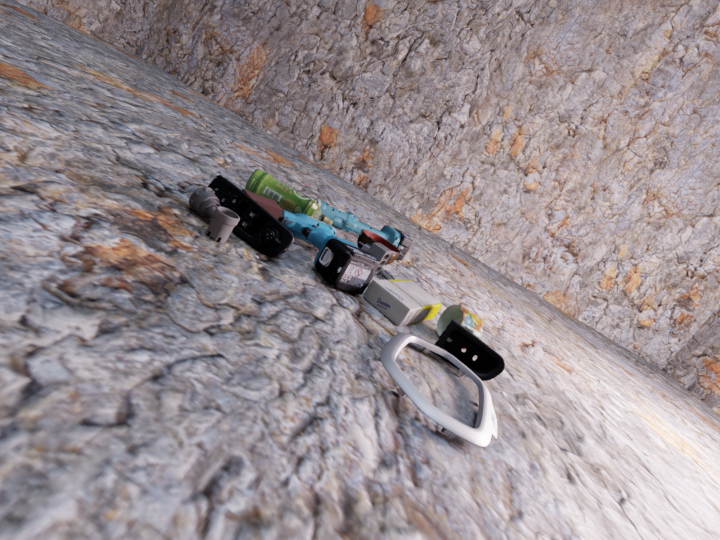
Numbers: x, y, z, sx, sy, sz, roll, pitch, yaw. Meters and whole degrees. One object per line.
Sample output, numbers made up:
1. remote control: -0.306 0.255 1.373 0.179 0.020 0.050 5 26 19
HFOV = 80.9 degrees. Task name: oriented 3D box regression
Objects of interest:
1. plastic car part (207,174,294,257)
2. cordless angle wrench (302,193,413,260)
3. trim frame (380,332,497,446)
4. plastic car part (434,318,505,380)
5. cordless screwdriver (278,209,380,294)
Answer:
1. plastic car part: -0.198 -0.086 0.752 0.212 0.066 0.064 36 -11 25
2. cordless angle wrench: -0.041 -0.144 1.238 0.407 0.074 0.102 22 16 -22
3. trim frame: 0.114 0.159 0.599 0.190 0.027 0.242 33 13 13
4. plastic car part: 0.185 0.142 0.746 0.117 0.066 0.071 35 0 1
5. cordless screwdriver: -0.082 -0.054 0.838 0.151 0.074 0.262 21 14 -35
